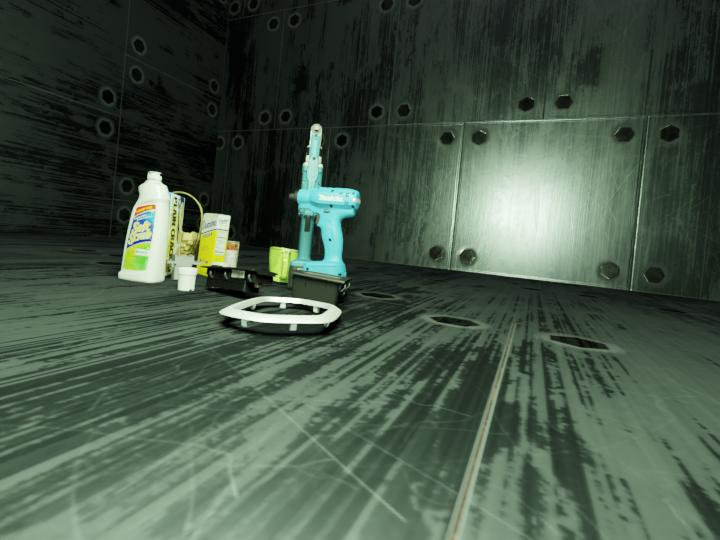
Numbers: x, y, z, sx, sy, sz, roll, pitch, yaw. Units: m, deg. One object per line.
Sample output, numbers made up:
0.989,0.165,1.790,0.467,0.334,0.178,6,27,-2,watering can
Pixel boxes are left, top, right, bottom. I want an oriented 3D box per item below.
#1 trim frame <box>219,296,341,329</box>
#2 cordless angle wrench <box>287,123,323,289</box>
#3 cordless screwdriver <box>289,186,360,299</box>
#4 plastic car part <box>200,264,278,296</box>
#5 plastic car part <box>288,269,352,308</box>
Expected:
-0.125,0.066,0.681,0.186,0.027,0.246,6,4,5,trim frame
-0.132,-0.162,1.085,0.074,0.422,0.099,5,1,-7,cordless angle wrench
-0.091,-0.060,0.934,0.164,0.248,0.072,6,1,17,cordless screwdriver
-0.263,0.019,0.885,0.214,0.067,0.063,9,4,40,plastic car part
-0.082,0.039,0.809,0.120,0.071,0.064,6,2,15,plastic car part
